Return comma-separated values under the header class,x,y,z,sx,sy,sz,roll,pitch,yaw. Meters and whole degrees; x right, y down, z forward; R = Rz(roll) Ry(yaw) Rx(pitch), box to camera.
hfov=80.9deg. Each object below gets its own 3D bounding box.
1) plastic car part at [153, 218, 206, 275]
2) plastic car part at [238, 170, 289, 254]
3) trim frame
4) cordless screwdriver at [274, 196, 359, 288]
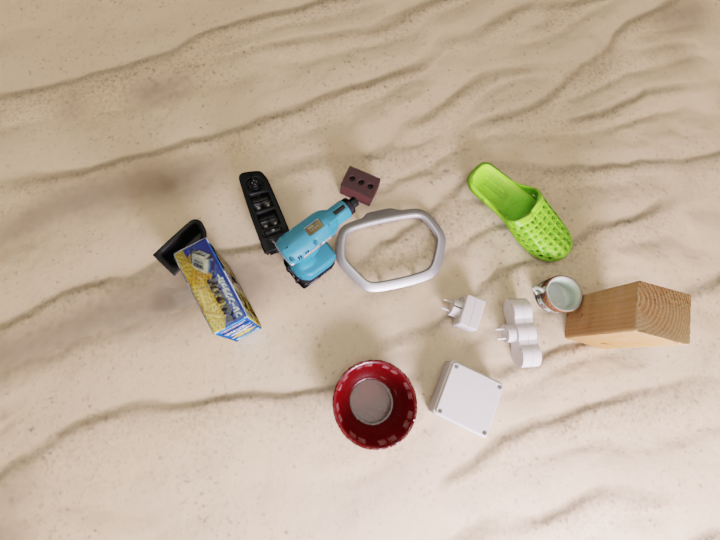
class,x,y,z,sx,sy,sz,roll,pitch,yaw
plastic car part,-0.365,-0.047,0.895,0.067,0.070,0.116,41,77,7
plastic car part,-0.207,-0.126,0.922,0.066,0.066,0.207,-21,76,-9
trim frame,0.067,-0.051,0.925,0.247,0.027,0.188,-14,75,-5
cordless screwdriver,-0.079,-0.052,0.809,0.158,0.246,0.076,-38,84,-12
